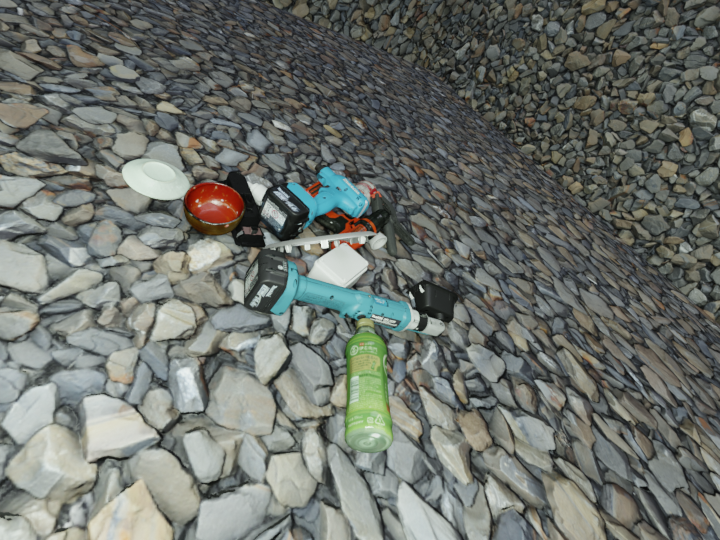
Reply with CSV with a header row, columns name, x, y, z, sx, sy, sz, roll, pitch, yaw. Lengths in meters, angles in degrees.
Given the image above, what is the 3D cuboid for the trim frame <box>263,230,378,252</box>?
name,x,y,z,sx,sy,sz,roll,pitch,yaw
trim frame,-0.077,-0.050,0.783,0.177,0.258,0.027,-10,93,-31

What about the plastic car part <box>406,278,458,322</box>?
name,x,y,z,sx,sy,sz,roll,pitch,yaw
plastic car part,0.167,0.078,0.930,0.113,0.067,0.072,24,51,-18

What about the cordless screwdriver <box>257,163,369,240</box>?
name,x,y,z,sx,sy,sz,roll,pitch,yaw
cordless screwdriver,-0.107,-0.158,0.892,0.165,0.074,0.241,45,41,18

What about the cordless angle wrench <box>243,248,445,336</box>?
name,x,y,z,sx,sy,sz,roll,pitch,yaw
cordless angle wrench,-0.005,0.066,0.787,0.405,0.098,0.077,17,42,-26

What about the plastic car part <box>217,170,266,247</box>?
name,x,y,z,sx,sy,sz,roll,pitch,yaw
plastic car part,-0.249,-0.138,0.878,0.064,0.066,0.213,-4,46,-32
